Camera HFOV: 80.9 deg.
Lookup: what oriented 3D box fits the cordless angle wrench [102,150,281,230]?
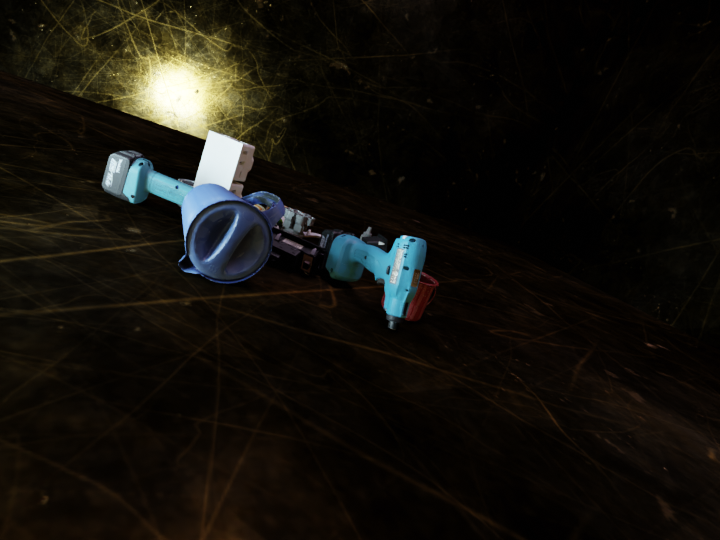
[{"bbox_3d":[-0.328,-0.136,0.908,0.419,0.097,0.075,22,17,-5],"label":"cordless angle wrench"}]

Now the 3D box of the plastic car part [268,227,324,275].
[{"bbox_3d":[-0.176,-0.045,0.843,0.210,0.065,0.066,26,41,18],"label":"plastic car part"}]

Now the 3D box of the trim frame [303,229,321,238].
[{"bbox_3d":[-0.106,-0.069,1.080,0.192,0.027,0.240,25,17,23],"label":"trim frame"}]

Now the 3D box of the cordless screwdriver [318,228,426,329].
[{"bbox_3d":[0.008,0.005,0.797,0.070,0.159,0.262,14,0,-40],"label":"cordless screwdriver"}]

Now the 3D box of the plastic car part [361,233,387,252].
[{"bbox_3d":[0.031,-0.072,1.224,0.070,0.065,0.120,3,15,-12],"label":"plastic car part"}]
